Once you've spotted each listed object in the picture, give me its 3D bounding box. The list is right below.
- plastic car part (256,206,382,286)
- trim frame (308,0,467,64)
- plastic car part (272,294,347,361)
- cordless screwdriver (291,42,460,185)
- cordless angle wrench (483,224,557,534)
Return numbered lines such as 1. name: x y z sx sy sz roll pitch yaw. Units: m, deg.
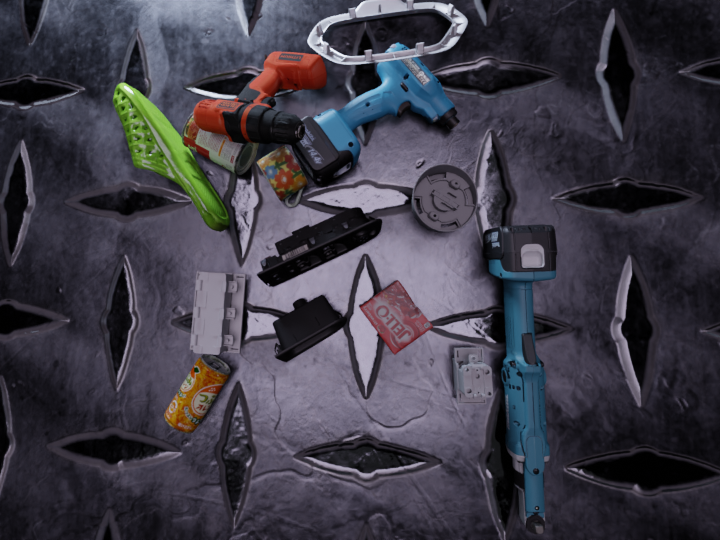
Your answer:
1. plastic car part: -0.064 -0.042 0.656 0.204 0.063 0.070 -21 59 3
2. trim frame: 0.040 -0.379 0.662 0.251 0.026 0.190 -7 52 5
3. plastic car part: -0.086 0.080 0.645 0.116 0.064 0.073 -33 71 -4
4. cordless screwdriver: 0.021 -0.225 0.660 0.248 0.073 0.161 -39 84 -4
5. cordless angle wrench: 0.232 0.149 0.600 0.075 0.097 0.424 -2 88 1
